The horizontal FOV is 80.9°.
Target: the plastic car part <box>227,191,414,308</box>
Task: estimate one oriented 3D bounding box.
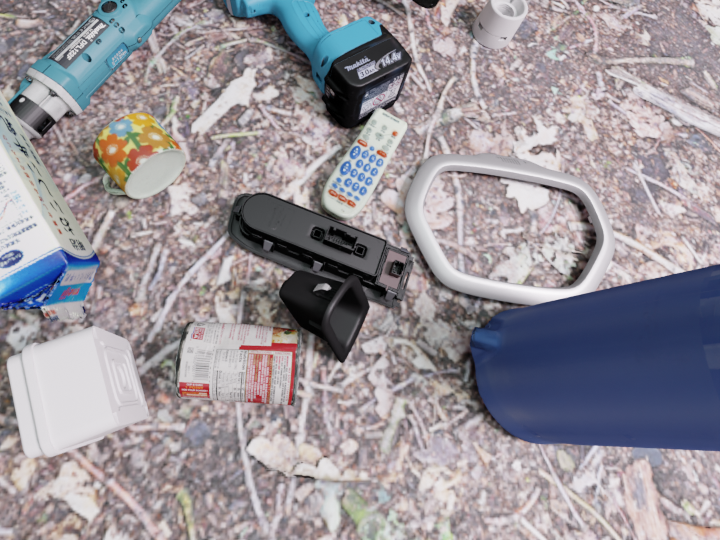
[{"bbox_3d":[-0.042,-0.027,0.430,0.204,0.066,0.066,21,79,2],"label":"plastic car part"}]

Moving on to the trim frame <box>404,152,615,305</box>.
[{"bbox_3d":[0.170,-0.053,0.480,0.247,0.027,0.187,7,73,-3],"label":"trim frame"}]

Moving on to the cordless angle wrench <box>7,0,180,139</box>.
[{"bbox_3d":[-0.272,-0.277,0.478,0.100,0.073,0.423,30,74,7],"label":"cordless angle wrench"}]

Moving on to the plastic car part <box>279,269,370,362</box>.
[{"bbox_3d":[-0.039,0.032,0.390,0.074,0.111,0.066,19,70,20],"label":"plastic car part"}]

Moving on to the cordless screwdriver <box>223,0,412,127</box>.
[{"bbox_3d":[-0.037,-0.302,0.512,0.157,0.073,0.255,-37,77,-17],"label":"cordless screwdriver"}]
